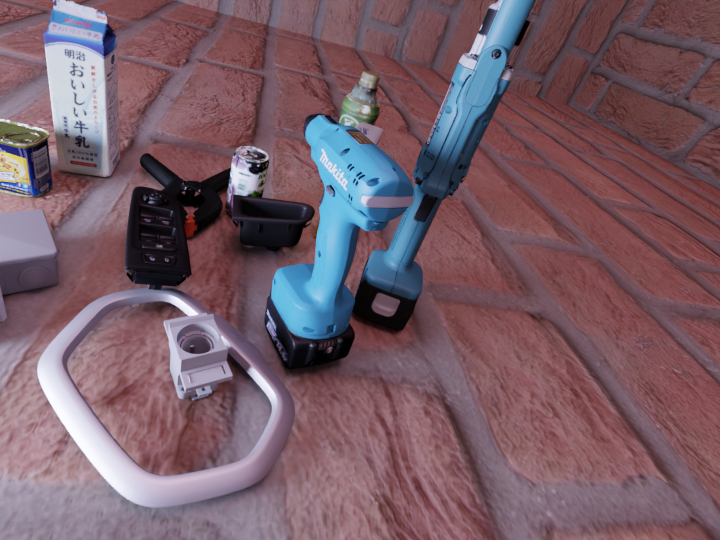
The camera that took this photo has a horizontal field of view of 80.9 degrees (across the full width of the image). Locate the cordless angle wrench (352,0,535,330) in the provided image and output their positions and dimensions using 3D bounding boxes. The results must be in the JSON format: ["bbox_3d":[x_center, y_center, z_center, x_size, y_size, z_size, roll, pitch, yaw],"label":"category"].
[{"bbox_3d":[0.089,-0.113,0.463,0.075,0.417,0.099,21,34,0],"label":"cordless angle wrench"}]

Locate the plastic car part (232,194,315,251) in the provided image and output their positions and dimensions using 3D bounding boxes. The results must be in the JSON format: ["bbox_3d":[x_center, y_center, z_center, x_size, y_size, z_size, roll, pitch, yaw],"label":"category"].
[{"bbox_3d":[-0.128,-0.061,0.604,0.113,0.070,0.069,7,36,-17],"label":"plastic car part"}]

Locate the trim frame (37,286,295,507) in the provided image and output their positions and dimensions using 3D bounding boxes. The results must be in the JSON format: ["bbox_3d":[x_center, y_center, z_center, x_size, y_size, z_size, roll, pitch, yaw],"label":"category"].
[{"bbox_3d":[-0.175,0.100,0.397,0.259,0.027,0.179,33,37,22],"label":"trim frame"}]

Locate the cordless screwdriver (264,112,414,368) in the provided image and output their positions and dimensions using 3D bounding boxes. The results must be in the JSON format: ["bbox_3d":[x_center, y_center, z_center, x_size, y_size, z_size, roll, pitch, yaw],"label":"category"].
[{"bbox_3d":[-0.043,-0.028,0.439,0.071,0.245,0.168,-3,40,-32],"label":"cordless screwdriver"}]

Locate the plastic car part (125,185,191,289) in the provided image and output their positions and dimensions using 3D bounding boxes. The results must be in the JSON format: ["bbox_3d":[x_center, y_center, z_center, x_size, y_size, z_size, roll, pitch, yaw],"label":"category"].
[{"bbox_3d":[-0.253,-0.040,0.525,0.064,0.066,0.213,0,38,-27],"label":"plastic car part"}]
